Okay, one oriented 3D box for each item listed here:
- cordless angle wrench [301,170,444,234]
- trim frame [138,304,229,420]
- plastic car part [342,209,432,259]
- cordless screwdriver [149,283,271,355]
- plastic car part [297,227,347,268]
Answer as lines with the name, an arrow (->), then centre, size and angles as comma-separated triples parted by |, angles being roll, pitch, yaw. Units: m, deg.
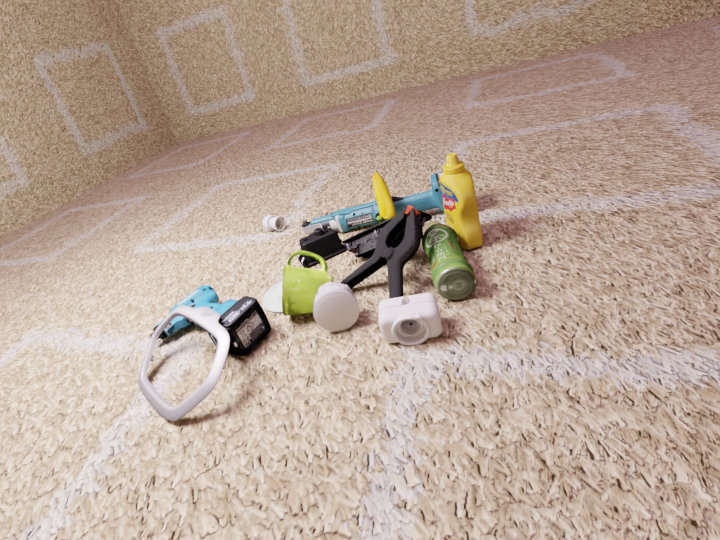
cordless angle wrench -> 0.050, -0.149, 1.055 | 0.433, 0.094, 0.075 | -12, 28, 18
trim frame -> -0.309, 0.148, 0.733 | 0.262, 0.026, 0.184 | 13, 71, 45
plastic car part -> 0.054, -0.067, 0.879 | 0.208, 0.063, 0.069 | -26, 49, 37
cordless screwdriver -> -0.302, 0.105, 0.831 | 0.262, 0.071, 0.157 | 8, 40, 43
plastic car part -> -0.098, -0.064, 0.998 | 0.115, 0.068, 0.069 | -26, 30, -8
